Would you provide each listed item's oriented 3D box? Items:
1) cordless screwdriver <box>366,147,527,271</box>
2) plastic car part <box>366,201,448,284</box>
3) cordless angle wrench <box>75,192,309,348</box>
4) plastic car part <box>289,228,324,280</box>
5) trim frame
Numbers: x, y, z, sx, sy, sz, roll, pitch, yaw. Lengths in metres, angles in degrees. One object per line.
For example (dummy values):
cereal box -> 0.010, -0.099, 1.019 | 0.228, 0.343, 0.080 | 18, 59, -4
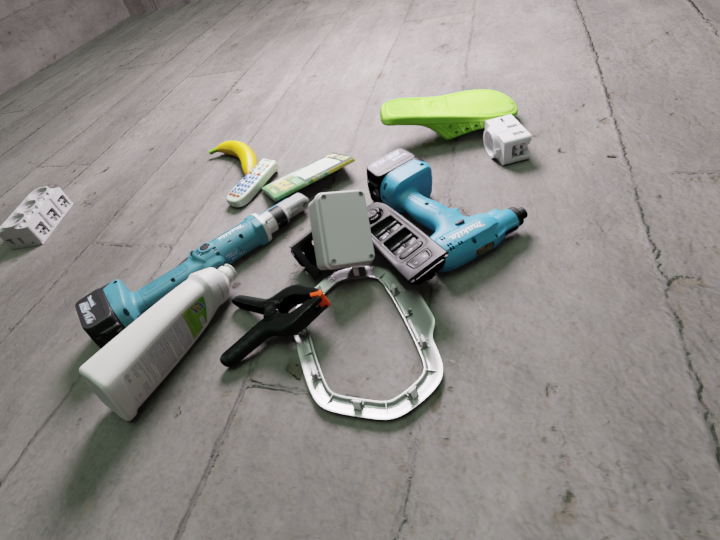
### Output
cordless screwdriver -> 0.127, -0.114, 0.687 | 0.157, 0.071, 0.262 | -28, 49, -11
plastic car part -> 0.057, -0.043, 0.639 | 0.066, 0.063, 0.214 | -43, 43, 3
cordless angle wrench -> -0.260, -0.021, 0.728 | 0.417, 0.071, 0.104 | -36, 46, -20
plastic car part -> -0.068, -0.044, 0.691 | 0.115, 0.064, 0.073 | -45, 18, -28
trim frame -> 0.003, 0.081, 0.568 | 0.184, 0.026, 0.260 | -20, 43, -3
